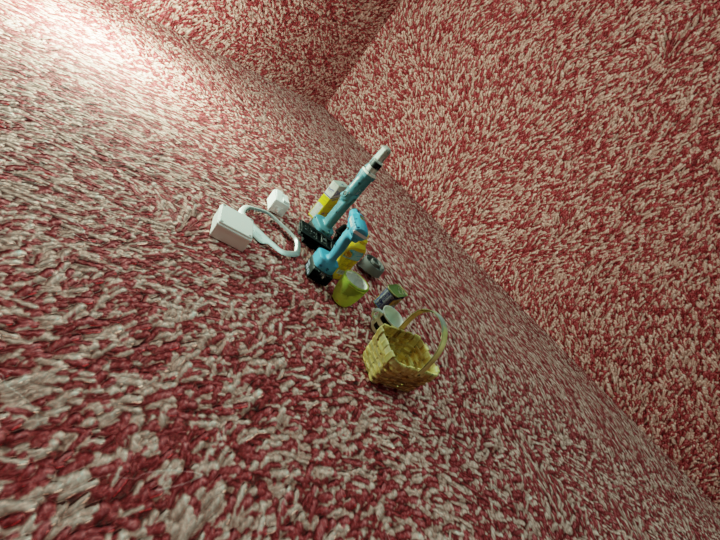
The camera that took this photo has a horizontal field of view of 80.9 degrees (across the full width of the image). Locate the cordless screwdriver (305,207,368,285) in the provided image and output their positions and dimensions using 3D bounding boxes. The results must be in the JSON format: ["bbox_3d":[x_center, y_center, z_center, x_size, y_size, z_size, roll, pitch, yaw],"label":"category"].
[{"bbox_3d":[-0.074,-0.080,1.321,0.071,0.250,0.165,31,25,-25],"label":"cordless screwdriver"}]

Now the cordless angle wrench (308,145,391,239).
[{"bbox_3d":[-0.038,-0.264,1.486,0.070,0.425,0.103,18,33,-44],"label":"cordless angle wrench"}]

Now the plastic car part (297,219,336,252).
[{"bbox_3d":[-0.144,-0.094,1.476,0.194,0.067,0.069,28,26,-26],"label":"plastic car part"}]

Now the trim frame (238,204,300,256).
[{"bbox_3d":[-0.290,-0.128,1.364,0.253,0.028,0.180,43,23,8],"label":"trim frame"}]

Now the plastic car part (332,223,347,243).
[{"bbox_3d":[-0.075,-0.129,1.640,0.066,0.071,0.116,41,23,-2],"label":"plastic car part"}]
